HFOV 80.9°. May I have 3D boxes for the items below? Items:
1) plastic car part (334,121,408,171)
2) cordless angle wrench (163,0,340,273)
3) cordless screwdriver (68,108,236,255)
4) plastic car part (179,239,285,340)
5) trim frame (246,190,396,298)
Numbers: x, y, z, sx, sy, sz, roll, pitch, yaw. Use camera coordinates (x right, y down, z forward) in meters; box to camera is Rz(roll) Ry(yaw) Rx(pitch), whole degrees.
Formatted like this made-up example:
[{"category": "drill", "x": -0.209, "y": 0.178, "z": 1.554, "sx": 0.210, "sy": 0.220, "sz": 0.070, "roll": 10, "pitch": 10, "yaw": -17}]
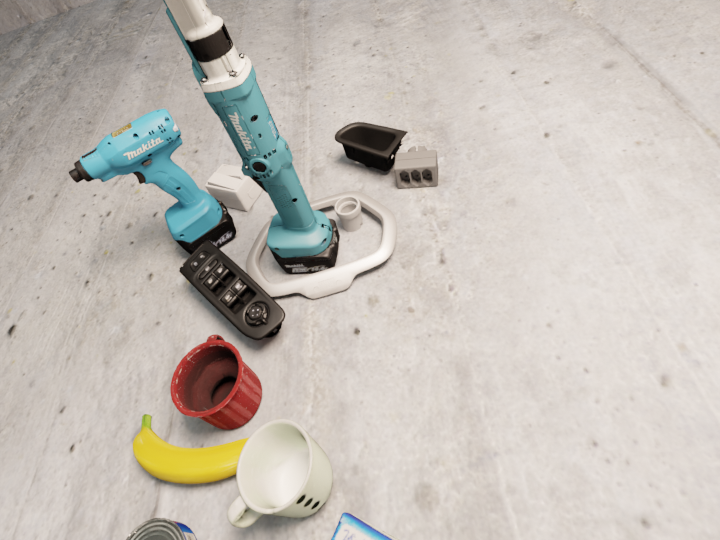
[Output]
[{"category": "plastic car part", "x": 0.018, "y": -0.209, "z": 0.733, "sx": 0.123, "sy": 0.067, "sz": 0.066, "roll": 23, "pitch": 64, "yaw": 31}, {"category": "cordless angle wrench", "x": -0.118, "y": -0.142, "z": 0.512, "sx": 0.100, "sy": 0.403, "sz": 0.076, "roll": -2, "pitch": 54, "yaw": 14}, {"category": "cordless screwdriver", "x": -0.311, "y": -0.115, "z": 0.665, "sx": 0.158, "sy": 0.237, "sz": 0.078, "roll": -32, "pitch": 52, "yaw": -8}, {"category": "plastic car part", "x": -0.184, "y": 0.037, "z": 0.620, "sx": 0.214, "sy": 0.064, "sz": 0.066, "roll": 33, "pitch": 69, "yaw": 35}, {"category": "trim frame", "x": -0.065, "y": -0.042, "z": 0.664, "sx": 0.250, "sy": 0.026, "sz": 0.192, "roll": -18, "pitch": 51, "yaw": 6}]
